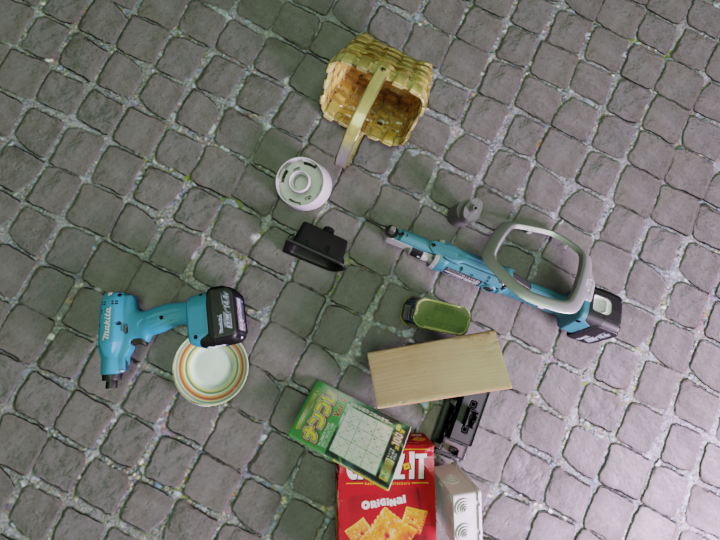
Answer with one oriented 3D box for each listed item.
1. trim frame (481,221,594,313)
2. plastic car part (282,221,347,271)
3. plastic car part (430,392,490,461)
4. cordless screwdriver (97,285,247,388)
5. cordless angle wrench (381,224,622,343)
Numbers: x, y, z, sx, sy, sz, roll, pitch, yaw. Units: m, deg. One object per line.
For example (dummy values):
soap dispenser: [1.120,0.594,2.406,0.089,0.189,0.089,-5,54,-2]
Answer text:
trim frame: [0.309,-0.013,0.726,0.191,0.027,0.244,28,40,18]
plastic car part: [-0.075,-0.049,0.769,0.115,0.066,0.071,20,69,-5]
plastic car part: [0.188,0.235,0.746,0.067,0.066,0.203,21,80,4]
cordless screwdriver: [-0.320,0.109,0.712,0.250,0.072,0.162,-6,75,4]
cordless angle wrench: [0.238,0.010,0.762,0.427,0.096,0.075,22,66,4]
